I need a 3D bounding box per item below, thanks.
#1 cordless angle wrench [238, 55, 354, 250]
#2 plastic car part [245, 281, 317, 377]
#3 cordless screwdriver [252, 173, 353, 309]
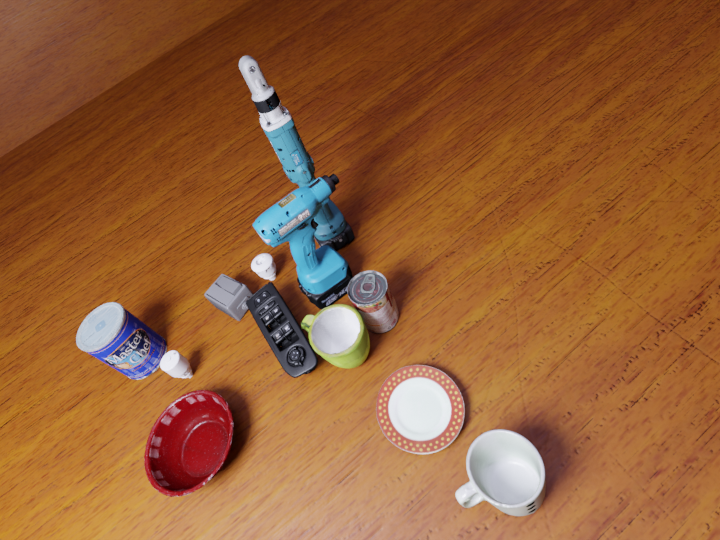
[{"bbox_3d":[-0.114,-0.192,0.775,0.074,0.402,0.103,-31,49,-6],"label":"cordless angle wrench"},{"bbox_3d":[-0.139,0.115,0.771,0.066,0.064,0.214,-35,49,-8],"label":"plastic car part"},{"bbox_3d":[-0.074,-0.048,0.757,0.158,0.236,0.079,-38,50,-11],"label":"cordless screwdriver"}]
